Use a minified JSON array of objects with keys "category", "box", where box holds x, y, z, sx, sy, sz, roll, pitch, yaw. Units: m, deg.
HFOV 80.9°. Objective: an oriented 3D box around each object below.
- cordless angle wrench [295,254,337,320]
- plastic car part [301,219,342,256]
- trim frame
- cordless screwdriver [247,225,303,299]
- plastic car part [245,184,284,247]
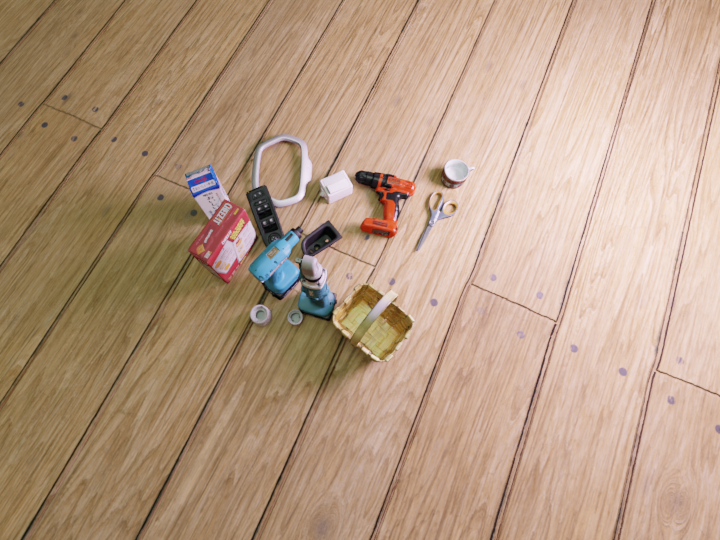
[{"category":"cordless angle wrench","box":[-0.105,0.040,0.975,0.099,0.415,0.075,15,74,1]},{"category":"plastic car part","box":[-0.117,-0.077,1.197,0.116,0.069,0.068,-36,76,-10]},{"category":"trim frame","box":[-0.242,-0.310,1.303,0.185,0.027,0.253,0,71,2]},{"category":"cordless screwdriver","box":[-0.199,-0.017,1.088,0.076,0.244,0.158,40,76,8]},{"category":"plastic car part","box":[-0.269,-0.142,1.227,0.066,0.066,0.209,-21,72,-7]}]
